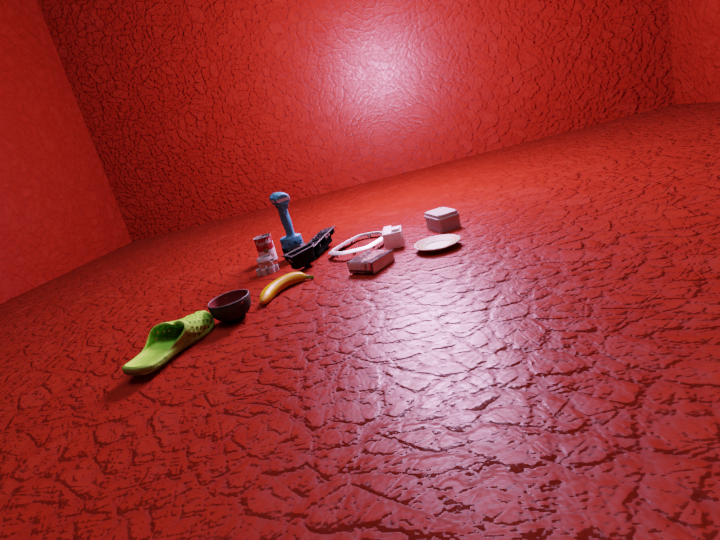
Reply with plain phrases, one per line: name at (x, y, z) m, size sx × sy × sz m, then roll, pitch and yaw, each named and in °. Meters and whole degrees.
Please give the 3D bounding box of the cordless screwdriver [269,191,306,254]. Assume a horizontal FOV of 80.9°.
cordless screwdriver at (-0.273, -0.165, 1.540) m, size 0.073 × 0.244 × 0.166 m, roll -20°, pitch 16°, yaw -20°

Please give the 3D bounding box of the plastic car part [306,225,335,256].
plastic car part at (-0.149, -0.097, 1.519) m, size 0.069 × 0.065 × 0.200 m, roll -8°, pitch 19°, yaw 24°

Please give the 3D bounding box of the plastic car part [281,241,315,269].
plastic car part at (-0.188, -0.040, 1.376) m, size 0.113 × 0.069 × 0.069 m, roll -26°, pitch 19°, yaw -32°

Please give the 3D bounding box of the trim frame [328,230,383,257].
trim frame at (-0.003, -0.091, 1.440) m, size 0.193 × 0.027 × 0.243 m, roll -2°, pitch 22°, yaw 36°
